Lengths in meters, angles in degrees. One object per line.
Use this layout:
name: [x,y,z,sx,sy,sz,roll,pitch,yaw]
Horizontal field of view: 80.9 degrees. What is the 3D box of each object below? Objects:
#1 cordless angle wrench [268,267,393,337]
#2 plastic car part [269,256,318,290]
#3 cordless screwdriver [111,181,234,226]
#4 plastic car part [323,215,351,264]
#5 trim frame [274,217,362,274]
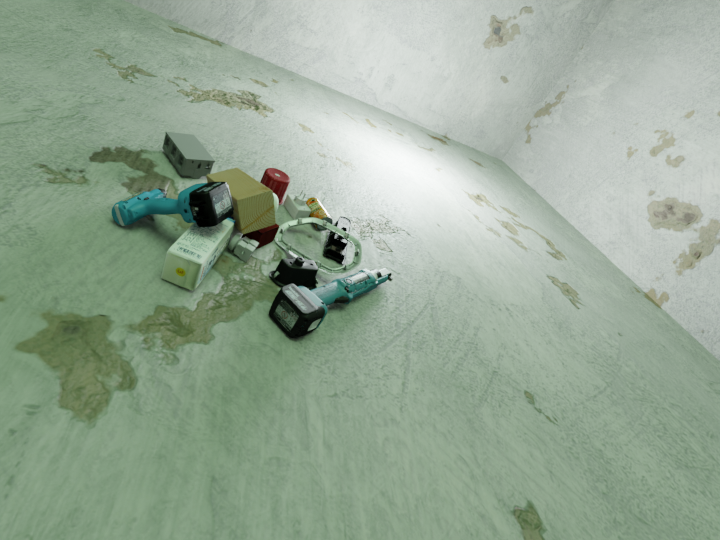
cordless angle wrench: [-0.039,0.047,1.011,0.102,0.074,0.408,41,31,19]
plastic car part: [-0.147,0.000,0.992,0.111,0.071,0.069,8,34,-36]
cordless screwdriver: [-0.398,-0.152,0.931,0.256,0.072,0.159,0,28,17]
plastic car part: [-0.061,-0.101,1.225,0.066,0.066,0.207,17,29,-7]
trim frame: [-0.109,-0.071,1.115,0.258,0.027,0.181,31,48,21]
